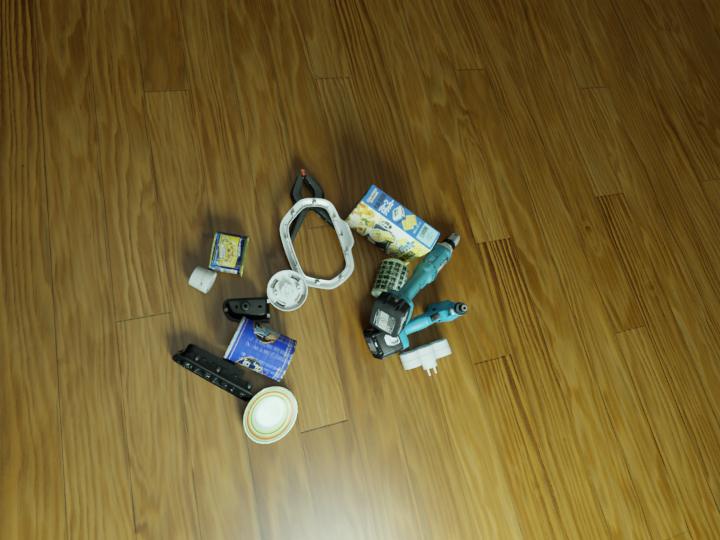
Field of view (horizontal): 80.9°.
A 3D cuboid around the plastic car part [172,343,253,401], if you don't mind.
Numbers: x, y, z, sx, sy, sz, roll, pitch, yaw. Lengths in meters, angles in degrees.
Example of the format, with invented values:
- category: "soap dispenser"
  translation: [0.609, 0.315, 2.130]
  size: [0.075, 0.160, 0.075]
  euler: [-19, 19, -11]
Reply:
- category: "plastic car part"
  translation: [-0.333, 0.227, 0.972]
  size: [0.201, 0.066, 0.067]
  euler: [26, 60, -5]

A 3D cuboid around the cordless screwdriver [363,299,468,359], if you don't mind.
- category: "cordless screwdriver"
  translation: [0.140, 0.139, 1.061]
  size: [0.244, 0.161, 0.075]
  euler: [-22, 87, -18]

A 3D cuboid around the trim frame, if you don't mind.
- category: "trim frame"
  translation: [-0.109, -0.071, 1.112]
  size: [0.180, 0.028, 0.249]
  euler: [-20, 89, -18]

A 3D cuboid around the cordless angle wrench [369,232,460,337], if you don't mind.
- category: "cordless angle wrench"
  translation: [0.166, 0.007, 1.089]
  size: [0.077, 0.095, 0.416]
  euler: [27, 45, 20]

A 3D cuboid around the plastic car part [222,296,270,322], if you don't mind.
- category: "plastic car part"
  translation: [-0.273, 0.091, 1.024]
  size: [0.113, 0.071, 0.067]
  euler: [2, 74, -18]
